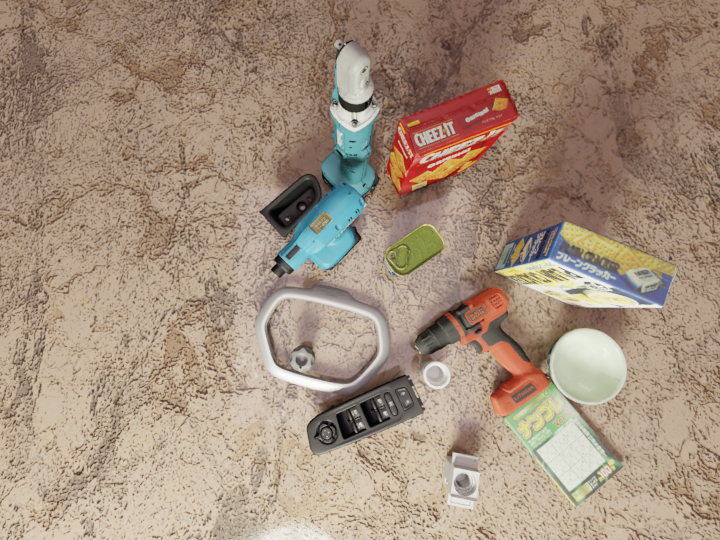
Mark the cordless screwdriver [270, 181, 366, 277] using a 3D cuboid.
[{"bbox_3d":[-0.066,-0.043,0.680,0.075,0.247,0.159,44,85,2],"label":"cordless screwdriver"}]

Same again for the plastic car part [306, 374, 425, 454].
[{"bbox_3d":[0.002,0.246,0.724,0.203,0.066,0.067,-25,84,-1],"label":"plastic car part"}]

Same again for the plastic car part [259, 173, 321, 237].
[{"bbox_3d":[-0.117,-0.118,0.782,0.116,0.070,0.067,-42,85,-4],"label":"plastic car part"}]

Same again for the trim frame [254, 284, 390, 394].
[{"bbox_3d":[-0.070,0.120,0.766,0.251,0.027,0.185,12,83,5],"label":"trim frame"}]

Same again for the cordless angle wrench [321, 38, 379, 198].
[{"bbox_3d":[-0.012,-0.188,0.611,0.074,0.419,0.099,-43,88,-5],"label":"cordless angle wrench"}]
